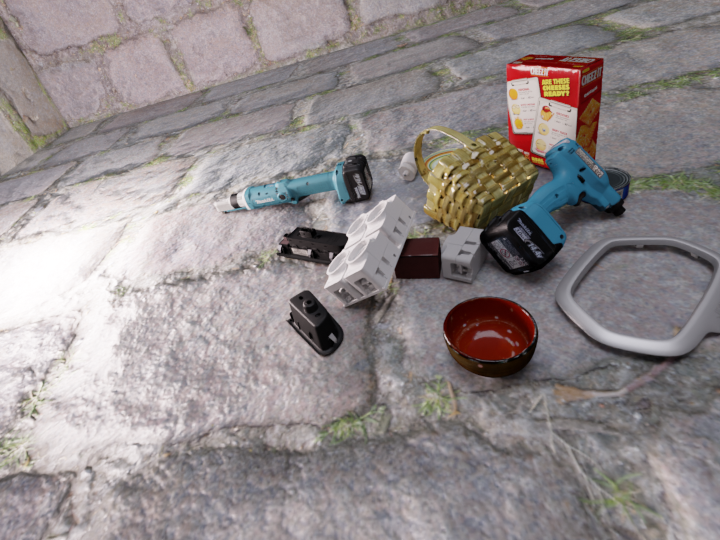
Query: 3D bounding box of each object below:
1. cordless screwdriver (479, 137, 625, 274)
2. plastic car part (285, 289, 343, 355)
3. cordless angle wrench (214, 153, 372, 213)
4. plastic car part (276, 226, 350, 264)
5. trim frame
[{"bbox_3d":[0.322,-0.089,0.687,0.247,0.159,0.075,-45,0,-19],"label":"cordless screwdriver"},{"bbox_3d":[-0.076,0.073,0.678,0.065,0.068,0.123,-32,36,-18],"label":"plastic car part"},{"bbox_3d":[-0.185,-0.196,1.052,0.436,0.093,0.075,-6,40,21],"label":"cordless angle wrench"},{"bbox_3d":[-0.083,-0.055,0.853,0.213,0.065,0.065,14,39,32],"label":"plastic car part"},{"bbox_3d":[0.389,0.024,0.579,0.244,0.026,0.195,-38,40,-27],"label":"trim frame"}]
